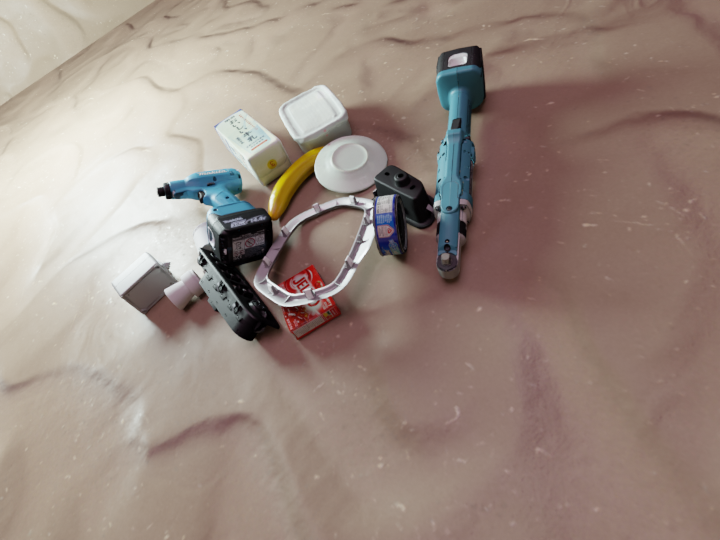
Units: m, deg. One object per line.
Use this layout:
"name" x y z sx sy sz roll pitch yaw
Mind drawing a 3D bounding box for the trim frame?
"trim frame" -0.063 -0.041 0.640 0.191 0.026 0.250 -3 41 26

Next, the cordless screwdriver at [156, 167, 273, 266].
"cordless screwdriver" -0.259 -0.105 0.744 0.154 0.072 0.263 -15 41 -25

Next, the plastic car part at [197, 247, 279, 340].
"plastic car part" -0.199 0.038 0.647 0.215 0.062 0.067 35 85 40

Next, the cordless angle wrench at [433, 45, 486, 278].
"cordless angle wrench" 0.146 -0.175 0.645 0.077 0.093 0.430 -2 58 22

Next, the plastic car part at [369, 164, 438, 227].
"plastic car part" 0.065 -0.122 0.645 0.066 0.067 0.123 -42 46 -10
